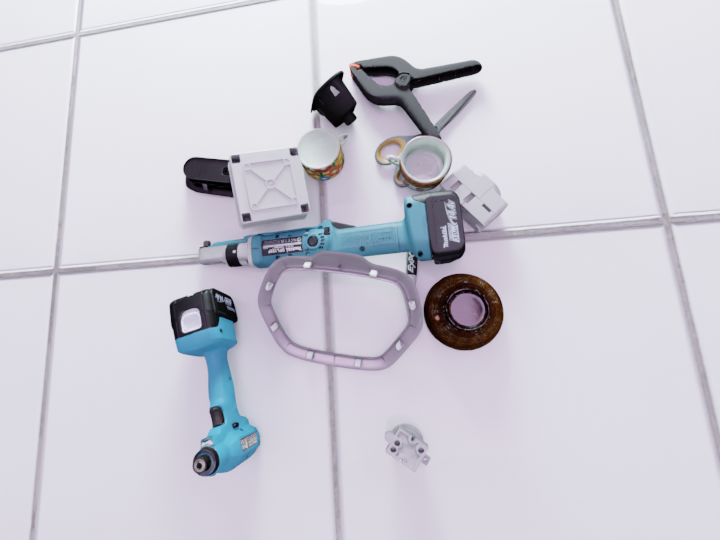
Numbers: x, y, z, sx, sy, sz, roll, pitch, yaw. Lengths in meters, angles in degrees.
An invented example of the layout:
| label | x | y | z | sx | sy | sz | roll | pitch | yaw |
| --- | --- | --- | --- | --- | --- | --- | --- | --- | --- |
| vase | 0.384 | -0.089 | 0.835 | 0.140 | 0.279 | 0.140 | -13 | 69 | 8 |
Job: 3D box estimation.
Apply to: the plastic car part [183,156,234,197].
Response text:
| label | x | y | z | sx | sy | sz | roll | pitch | yaw |
| --- | --- | --- | --- | --- | --- | --- | --- | --- | --- |
| plastic car part | -0.216 | -0.159 | 0.718 | 0.208 | 0.065 | 0.066 | 7 | 88 | 14 |

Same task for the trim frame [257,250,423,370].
| label | x | y | z | sx | sy | sz | roll | pitch | yaw |
| --- | --- | --- | --- | --- | --- | --- | --- | --- | --- |
| trim frame | -0.035 | 0.060 | 0.622 | 0.254 | 0.027 | 0.182 | 8 | 104 | 12 |

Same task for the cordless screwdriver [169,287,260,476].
| label | x | y | z | sx | sy | sz | roll | pitch | yaw |
| --- | --- | --- | --- | --- | --- | --- | --- | --- | --- |
| cordless screwdriver | -0.214 | 0.152 | 0.602 | 0.075 | 0.155 | 0.255 | -19 | 75 | 3 |

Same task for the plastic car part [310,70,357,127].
| label | x | y | z | sx | sy | sz | roll | pitch | yaw |
| --- | --- | --- | --- | --- | --- | --- | --- | --- | --- |
| plastic car part | -0.036 | -0.267 | 0.687 | 0.066 | 0.119 | 0.069 | -40 | 102 | -1 |

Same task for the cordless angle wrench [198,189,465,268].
| label | x | y | z | sx | sy | sz | roll | pitch | yaw |
| --- | --- | --- | --- | --- | --- | --- | --- | --- | --- |
| cordless angle wrench | -0.064 | -0.042 | 0.653 | 0.433 | 0.071 | 0.099 | -6 | 78 | 16 |
